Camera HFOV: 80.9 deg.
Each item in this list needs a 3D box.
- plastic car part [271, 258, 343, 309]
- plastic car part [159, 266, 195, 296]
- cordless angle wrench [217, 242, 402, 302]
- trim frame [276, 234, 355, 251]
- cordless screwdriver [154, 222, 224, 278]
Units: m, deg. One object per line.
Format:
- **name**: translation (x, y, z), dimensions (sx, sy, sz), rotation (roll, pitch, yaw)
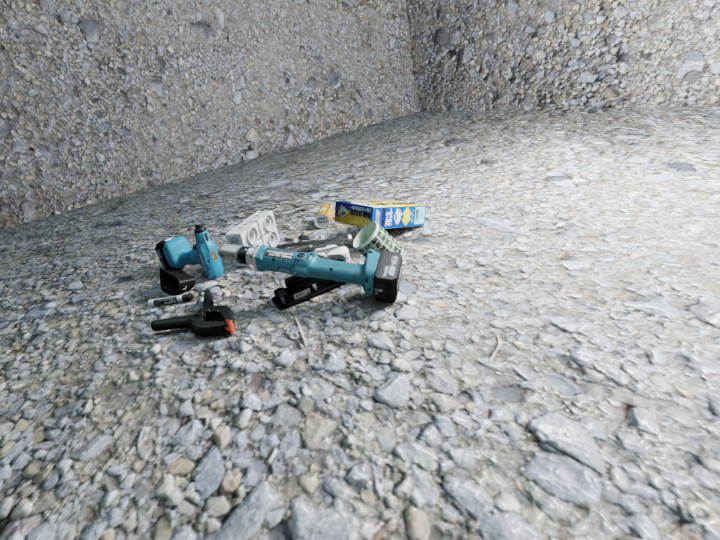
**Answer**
- **plastic car part**: translation (-0.112, 0.022, 0.987), dimensions (0.199, 0.065, 0.069), rotation (-18, 18, -18)
- **plastic car part**: translation (-0.491, 0.029, 1.152), dimensions (0.123, 0.065, 0.068), rotation (14, 20, 38)
- **cordless angle wrench**: translation (-0.126, -0.015, 0.934), dimensions (0.435, 0.071, 0.099), rotation (8, 46, 16)
- **trim frame**: translation (-0.112, -0.073, 1.146), dimensions (0.255, 0.028, 0.178), rotation (-6, -4, 17)
- **cordless screwdriver**: translation (-0.505, -0.066, 1.232), dimensions (0.261, 0.155, 0.073), rotation (6, 28, 38)
